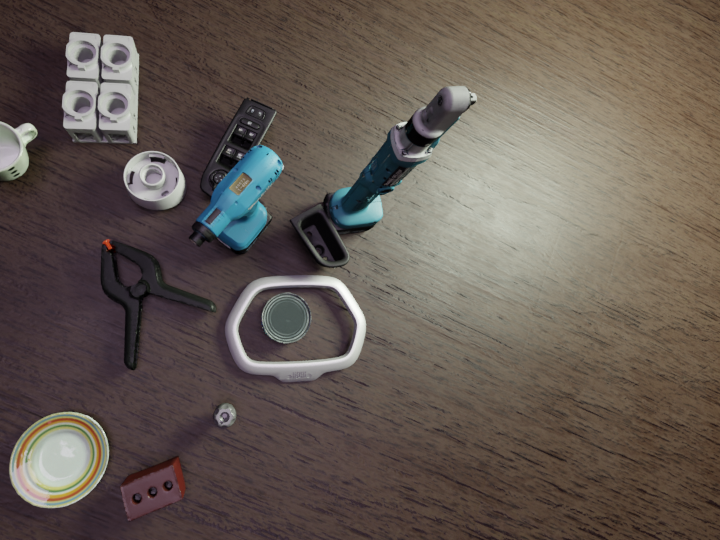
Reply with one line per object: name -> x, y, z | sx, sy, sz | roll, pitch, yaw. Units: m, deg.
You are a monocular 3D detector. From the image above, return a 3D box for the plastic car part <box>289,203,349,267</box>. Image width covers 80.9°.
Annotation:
plastic car part -> -0.075, -0.049, 0.763 | 0.065, 0.071, 0.117 | -30, 86, -19

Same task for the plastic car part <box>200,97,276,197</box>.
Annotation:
plastic car part -> -0.227, -0.213, 0.773 | 0.065, 0.068, 0.204 | 26, 73, -8

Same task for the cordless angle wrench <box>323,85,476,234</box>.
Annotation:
cordless angle wrench -> 0.034, -0.141, 0.623 | 0.096, 0.427, 0.075 | -8, 83, -18

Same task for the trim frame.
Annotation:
trim frame -> -0.111, 0.100, 0.742 | 0.243, 0.028, 0.187 | -1, 77, -12

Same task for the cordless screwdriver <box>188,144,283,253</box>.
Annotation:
cordless screwdriver -> -0.196, -0.079, 0.651 | 0.074, 0.251, 0.159 | 38, 72, -7
